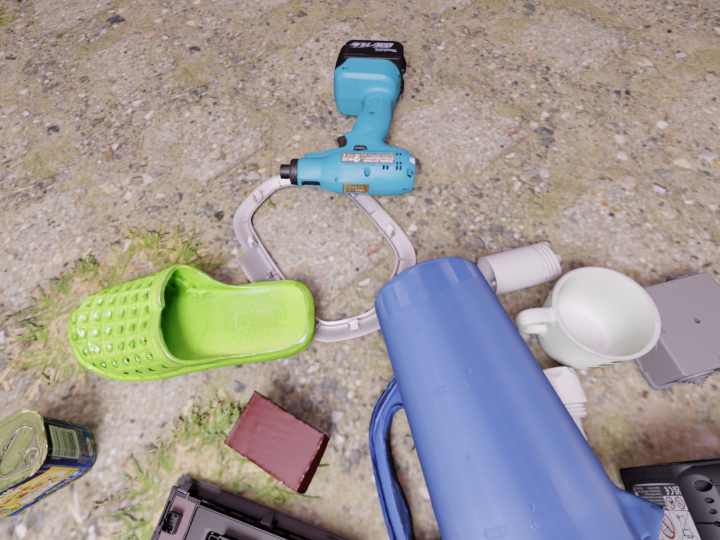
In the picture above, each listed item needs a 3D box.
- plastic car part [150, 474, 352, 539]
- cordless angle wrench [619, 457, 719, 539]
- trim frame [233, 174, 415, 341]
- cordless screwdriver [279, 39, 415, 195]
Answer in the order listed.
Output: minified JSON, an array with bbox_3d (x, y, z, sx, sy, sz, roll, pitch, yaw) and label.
[{"bbox_3d":[-0.077,0.230,0.342,0.207,0.065,0.067,14,56,10],"label":"plastic car part"},{"bbox_3d":[0.433,0.170,0.314,0.422,0.095,0.076,-4,62,-2],"label":"cordless angle wrench"},{"bbox_3d":[-0.049,-0.032,0.503,0.182,0.026,0.259,-33,65,-11],"label":"trim frame"},{"bbox_3d":[-0.013,-0.202,0.558,0.161,0.072,0.255,1,58,4],"label":"cordless screwdriver"}]
